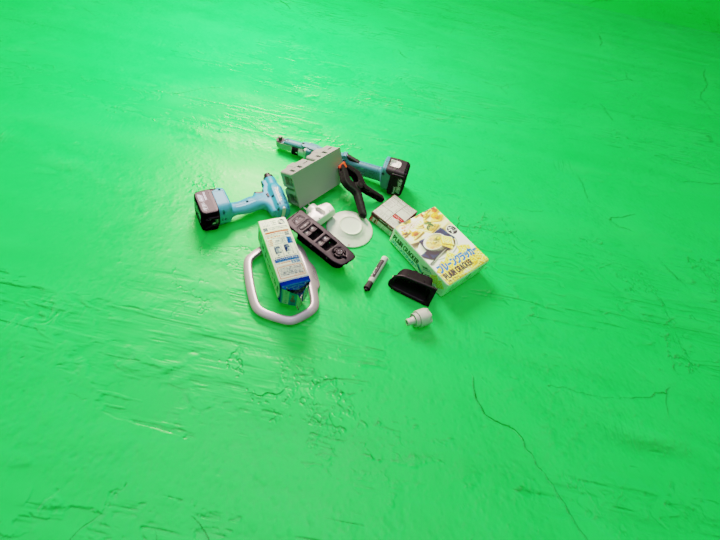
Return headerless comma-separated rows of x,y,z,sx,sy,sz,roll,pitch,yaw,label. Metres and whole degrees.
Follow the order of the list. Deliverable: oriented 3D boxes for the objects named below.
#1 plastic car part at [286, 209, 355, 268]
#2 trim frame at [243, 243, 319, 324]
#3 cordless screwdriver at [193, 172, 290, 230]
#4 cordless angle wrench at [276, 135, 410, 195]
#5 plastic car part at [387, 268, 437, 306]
-0.108,-0.071,1.106,0.211,0.066,0.065,36,49,20,plastic car part
-0.194,0.024,1.053,0.180,0.027,0.259,-11,55,-15,trim frame
-0.330,-0.199,1.166,0.242,0.073,0.166,-12,57,-22,cordless screwdriver
-0.065,-0.339,1.303,0.431,0.095,0.075,19,54,10,cordless angle wrench
0.138,0.030,1.084,0.120,0.065,0.070,26,39,12,plastic car part
